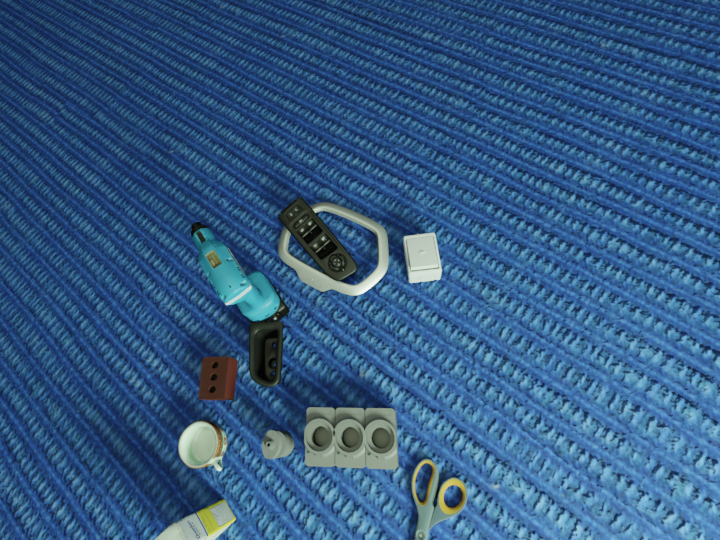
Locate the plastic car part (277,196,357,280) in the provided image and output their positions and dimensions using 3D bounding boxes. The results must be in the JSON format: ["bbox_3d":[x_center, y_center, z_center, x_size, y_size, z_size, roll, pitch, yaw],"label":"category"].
[{"bbox_3d":[-0.085,-0.055,0.868,0.066,0.064,0.212,-39,65,-7],"label":"plastic car part"}]

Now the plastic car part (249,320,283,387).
[{"bbox_3d":[-0.169,0.162,0.791,0.067,0.068,0.119,-7,67,7],"label":"plastic car part"}]

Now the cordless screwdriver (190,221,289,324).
[{"bbox_3d":[-0.221,0.015,0.770,0.074,0.240,0.166,-36,68,-6],"label":"cordless screwdriver"}]

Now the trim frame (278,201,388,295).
[{"bbox_3d":[-0.058,-0.048,0.880,0.258,0.026,0.184,25,75,21],"label":"trim frame"}]
